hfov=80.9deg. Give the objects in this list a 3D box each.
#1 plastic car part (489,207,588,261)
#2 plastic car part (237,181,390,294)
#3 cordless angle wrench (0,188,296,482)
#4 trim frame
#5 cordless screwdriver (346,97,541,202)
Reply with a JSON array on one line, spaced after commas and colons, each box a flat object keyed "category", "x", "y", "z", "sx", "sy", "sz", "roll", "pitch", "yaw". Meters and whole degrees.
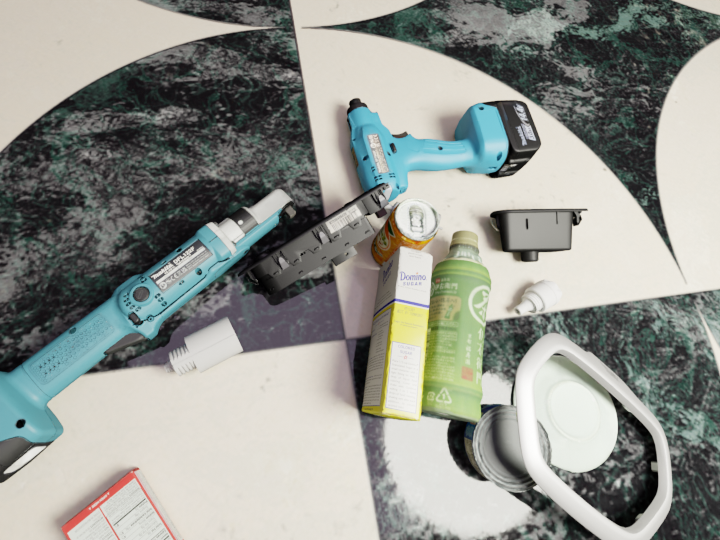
[{"category": "plastic car part", "x": 0.232, "y": -0.047, "z": 0.568, "sx": 0.115, "sy": 0.066, "sz": 0.071, "roll": -4, "pitch": 86, "yaw": -7}, {"category": "plastic car part", "x": -0.050, "y": -0.032, "z": 0.508, "sx": 0.202, "sy": 0.068, "sz": 0.066, "roll": -28, "pitch": 104, "yaw": -3}, {"category": "cordless angle wrench", "x": -0.237, "y": 0.036, "z": 0.467, "sx": 0.100, "sy": 0.074, "sz": 0.418, "roll": 44, "pitch": 68, "yaw": 7}, {"category": "trim frame", "x": 0.259, "y": 0.183, "z": 0.467, "sx": 0.245, "sy": 0.028, "sz": 0.184, "roll": 38, "pitch": 63, "yaw": -7}, {"category": "cordless screwdriver", "x": 0.107, "y": -0.190, "z": 0.597, "sx": 0.246, "sy": 0.073, "sz": 0.163, "roll": -12, "pitch": 72, "yaw": -8}]
